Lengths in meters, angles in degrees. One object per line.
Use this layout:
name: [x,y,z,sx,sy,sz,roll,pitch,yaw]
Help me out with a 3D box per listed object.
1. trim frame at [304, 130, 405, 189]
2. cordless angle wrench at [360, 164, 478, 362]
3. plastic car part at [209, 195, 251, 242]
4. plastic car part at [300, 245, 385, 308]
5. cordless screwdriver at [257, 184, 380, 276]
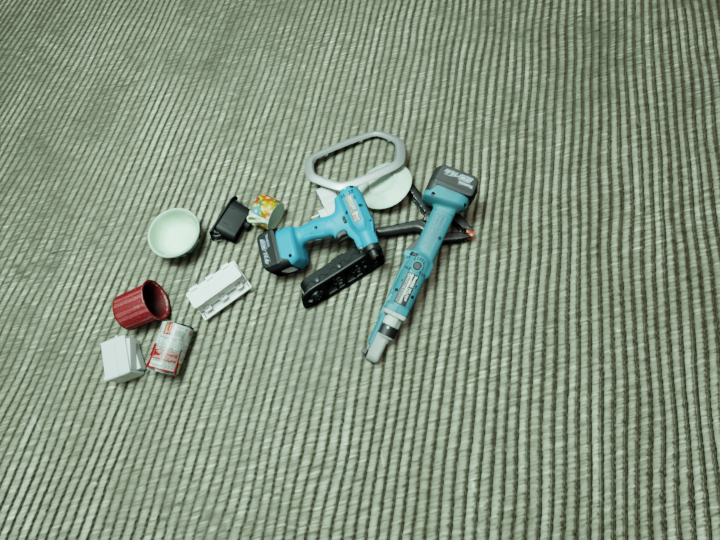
trim frame: [-0.012,-0.261,0.990,0.246,0.026,0.194,-26,52,-9]
cordless angle wrench: [0.113,-0.008,0.863,0.100,0.073,0.423,25,84,10]
plastic car part: [-0.291,-0.113,0.983,0.071,0.066,0.117,30,71,-1]
plastic car part: [-0.048,0.004,0.901,0.202,0.063,0.070,-36,61,-8]
cordless screwdriver: [-0.087,-0.057,0.885,0.252,0.071,0.164,-26,69,15]
